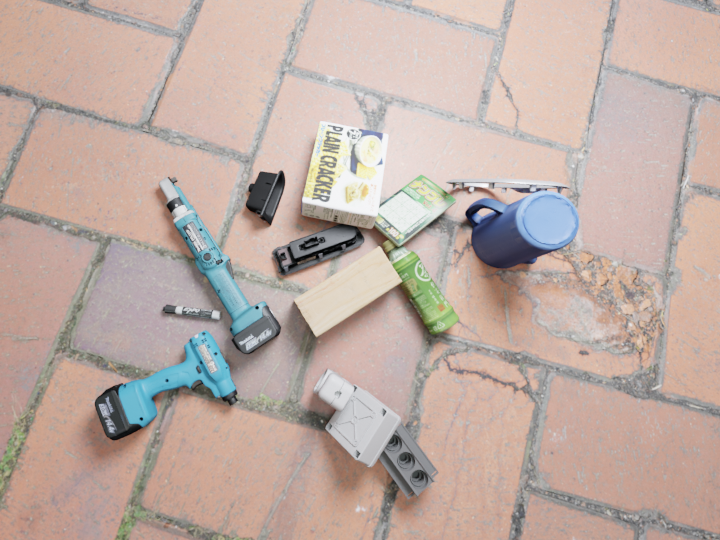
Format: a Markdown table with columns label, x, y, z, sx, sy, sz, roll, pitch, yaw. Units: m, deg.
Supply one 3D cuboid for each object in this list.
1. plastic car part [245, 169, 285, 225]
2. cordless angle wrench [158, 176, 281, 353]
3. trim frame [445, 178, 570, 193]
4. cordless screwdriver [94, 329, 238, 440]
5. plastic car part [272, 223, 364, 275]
| label | x | y | z | sx | sy | sz | roll | pitch | yaw |
| --- | --- | --- | --- | --- | --- | --- | --- | --- | --- |
| plastic car part | -0.216 | -0.169 | 0.937 | 0.073 | 0.064 | 0.117 | 13 | 76 | 11 |
| cordless angle wrench | -0.317 | -0.024 | 0.898 | 0.097 | 0.073 | 0.430 | -33 | 81 | -9 |
| trim frame | 0.293 | -0.172 | 0.870 | 0.176 | 0.261 | 0.027 | -3 | 100 | -32 |
| cordless screwdriver | -0.378 | 0.249 | 0.843 | 0.246 | 0.074 | 0.161 | -30 | 84 | -12 |
| plastic car part | -0.090 | -0.059 | 0.918 | 0.200 | 0.065 | 0.069 | -19 | 65 | -10 |
